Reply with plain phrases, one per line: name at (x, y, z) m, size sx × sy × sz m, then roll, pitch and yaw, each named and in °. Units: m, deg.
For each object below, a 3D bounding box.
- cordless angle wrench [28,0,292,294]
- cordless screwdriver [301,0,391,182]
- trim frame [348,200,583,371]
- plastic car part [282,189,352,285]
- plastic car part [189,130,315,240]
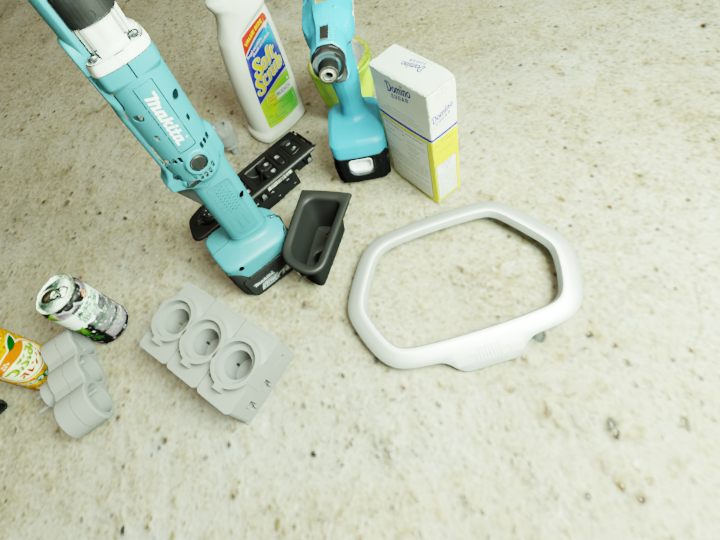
cordless angle wrench at (-0.161, -0.110, 0.391) m, size 0.097 × 0.404 × 0.078 m, roll -38°, pitch 60°, yaw -10°
cordless screwdriver at (-0.014, -0.196, 0.499) m, size 0.075 × 0.238 × 0.164 m, roll -7°, pitch 59°, yaw 8°
trim frame at (0.106, 0.014, 0.465) m, size 0.250 × 0.026 × 0.192 m, roll -19°, pitch 57°, yaw 5°
plastic car part at (-0.050, -0.033, 0.514) m, size 0.068 × 0.068 × 0.118 m, roll 6°, pitch 62°, yaw 17°
plastic car part at (-0.149, -0.108, 0.590) m, size 0.202 × 0.064 × 0.070 m, roll -39°, pitch 59°, yaw -9°
